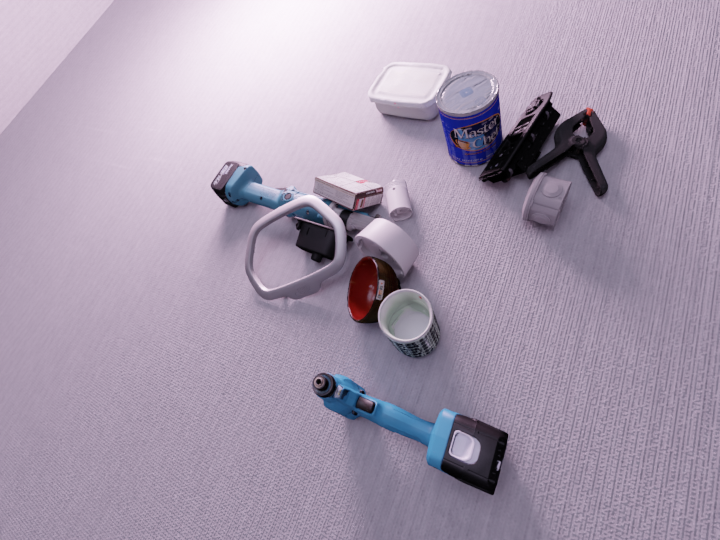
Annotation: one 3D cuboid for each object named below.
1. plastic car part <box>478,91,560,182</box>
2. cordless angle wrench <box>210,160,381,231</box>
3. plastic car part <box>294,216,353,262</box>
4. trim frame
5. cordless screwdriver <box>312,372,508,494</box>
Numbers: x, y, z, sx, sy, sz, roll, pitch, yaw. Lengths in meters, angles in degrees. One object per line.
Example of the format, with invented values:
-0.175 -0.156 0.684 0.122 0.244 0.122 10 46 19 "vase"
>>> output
0.295 -0.231 0.750 0.066 0.067 0.203 32 79 -6 "plastic car part"
-0.145 -0.146 0.907 0.445 0.070 0.098 21 72 30 "cordless angle wrench"
-0.081 -0.053 0.830 0.122 0.062 0.071 22 85 30 "plastic car part"
-0.132 -0.038 0.820 0.255 0.026 0.188 -23 75 26 "trim frame"
0.057 0.201 0.562 0.261 0.151 0.075 15 69 28 "cordless screwdriver"
